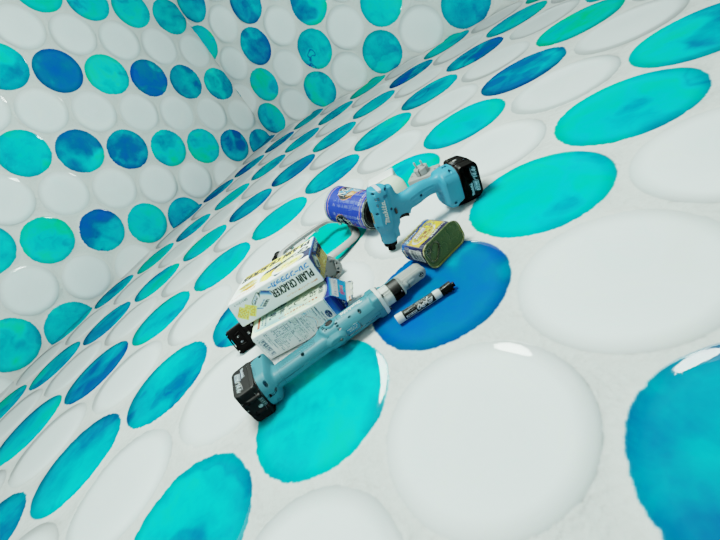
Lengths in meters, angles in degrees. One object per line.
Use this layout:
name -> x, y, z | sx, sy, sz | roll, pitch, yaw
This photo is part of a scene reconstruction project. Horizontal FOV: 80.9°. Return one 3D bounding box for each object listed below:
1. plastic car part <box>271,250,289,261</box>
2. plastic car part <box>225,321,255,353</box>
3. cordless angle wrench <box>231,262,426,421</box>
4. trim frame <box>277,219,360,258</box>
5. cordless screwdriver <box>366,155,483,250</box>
plastic car part -> -0.215, -0.024, 1.207 | 0.122, 0.068, 0.065 | 1, 42, 47
plastic car part -> -0.224, 0.113, 1.025 | 0.203, 0.066, 0.067 | -37, 1, 1
cordless angle wrench -> -0.050, 0.118, 0.805 | 0.422, 0.071, 0.102 | -36, 27, -3
trim frame -> -0.113, -0.074, 1.153 | 0.195, 0.026, 0.245 | 23, 54, 41
cordless screwdriver -> 0.145, -0.151, 0.951 | 0.248, 0.153, 0.077 | -21, 27, -4
